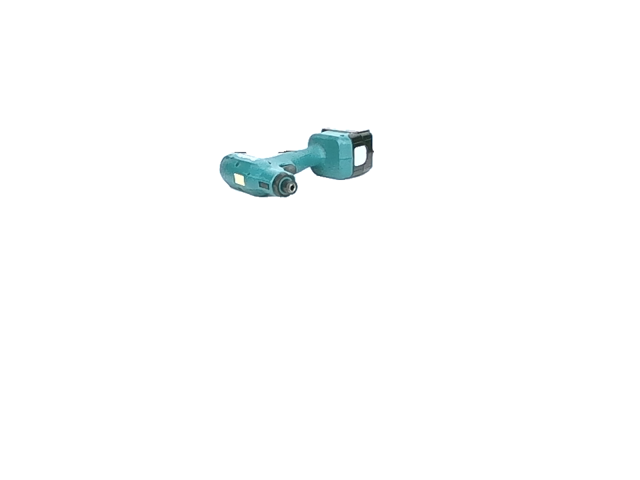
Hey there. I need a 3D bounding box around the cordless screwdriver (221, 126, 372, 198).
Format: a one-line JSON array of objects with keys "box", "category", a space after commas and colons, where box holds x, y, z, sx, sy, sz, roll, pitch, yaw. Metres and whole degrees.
[{"box": [-0.013, -0.120, 0.666, 0.247, 0.074, 0.160, -22, 31, -35], "category": "cordless screwdriver"}]
